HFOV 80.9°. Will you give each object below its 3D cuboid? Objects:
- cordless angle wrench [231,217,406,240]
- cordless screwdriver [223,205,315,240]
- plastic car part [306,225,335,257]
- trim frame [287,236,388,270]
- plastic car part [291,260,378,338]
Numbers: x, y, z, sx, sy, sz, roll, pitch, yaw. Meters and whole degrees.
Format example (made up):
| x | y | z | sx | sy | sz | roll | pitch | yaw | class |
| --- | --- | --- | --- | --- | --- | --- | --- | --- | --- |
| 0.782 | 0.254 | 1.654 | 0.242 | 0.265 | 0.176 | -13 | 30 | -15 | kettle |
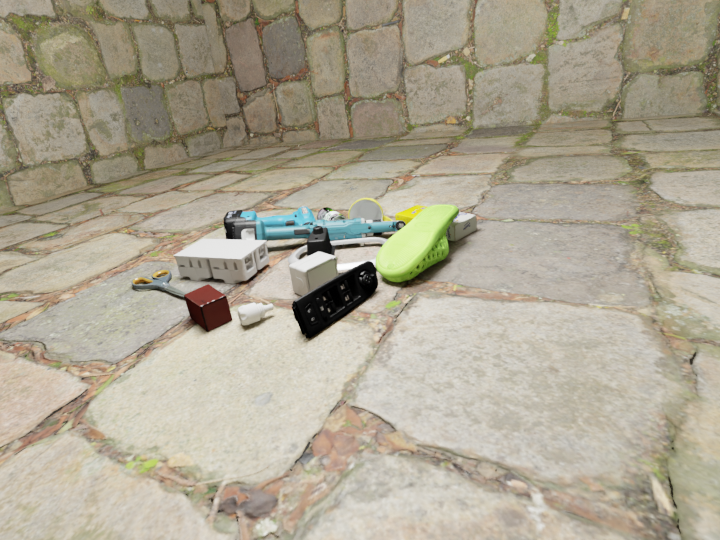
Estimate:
| x | y | z | sx | sy | sz | roll | pitch | yaw | class |
| --- | --- | --- | --- | --- | --- | --- | --- | --- | --- |
| -0.102 | -0.098 | 1.050 | 0.424 | 0.074 | 0.098 | -3 | 4 | 2 | cordless angle wrench |
| -0.247 | -0.124 | 1.162 | 0.246 | 0.072 | 0.165 | -7 | 23 | -7 | cordless screwdriver |
| -0.089 | -0.058 | 0.911 | 0.067 | 0.069 | 0.119 | -4 | 26 | 5 | plastic car part |
| -0.041 | -0.036 | 0.953 | 0.251 | 0.027 | 0.188 | -8 | 25 | 4 | trim frame |
| -0.044 | 0.045 | 0.742 | 0.197 | 0.066 | 0.069 | -30 | 5 | -37 | plastic car part |
